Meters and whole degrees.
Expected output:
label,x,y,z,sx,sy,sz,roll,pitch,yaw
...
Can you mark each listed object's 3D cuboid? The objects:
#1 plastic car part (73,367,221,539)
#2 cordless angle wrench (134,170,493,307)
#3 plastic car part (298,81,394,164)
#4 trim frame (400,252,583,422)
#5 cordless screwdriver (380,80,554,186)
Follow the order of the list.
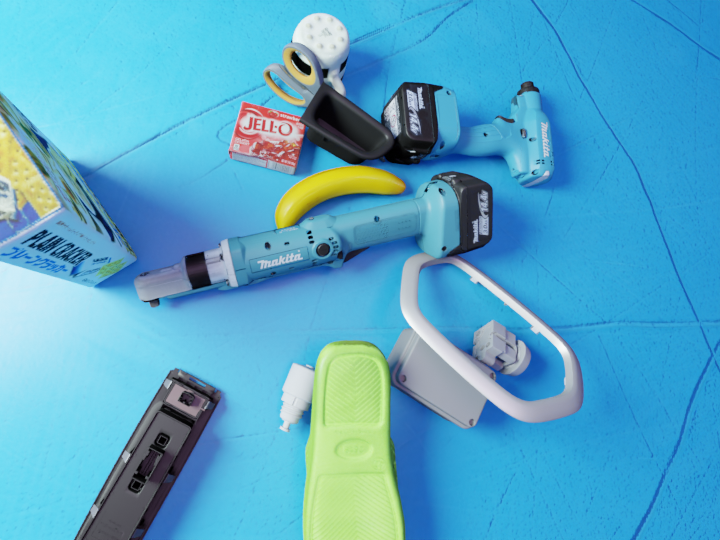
label,x,y,z,sx,sy,sz,roll,pitch,yaw
plastic car part,-0.220,0.210,0.433,0.065,0.068,0.203,31,76,-13
cordless angle wrench,-0.049,-0.032,0.505,0.417,0.077,0.095,-14,115,-11
plastic car part,-0.024,-0.173,0.548,0.114,0.072,0.066,32,71,-13
trim frame,0.153,0.067,0.507,0.257,0.027,0.180,40,47,18
cordless screwdriver,0.157,-0.212,0.597,0.243,0.075,0.161,5,76,-14
